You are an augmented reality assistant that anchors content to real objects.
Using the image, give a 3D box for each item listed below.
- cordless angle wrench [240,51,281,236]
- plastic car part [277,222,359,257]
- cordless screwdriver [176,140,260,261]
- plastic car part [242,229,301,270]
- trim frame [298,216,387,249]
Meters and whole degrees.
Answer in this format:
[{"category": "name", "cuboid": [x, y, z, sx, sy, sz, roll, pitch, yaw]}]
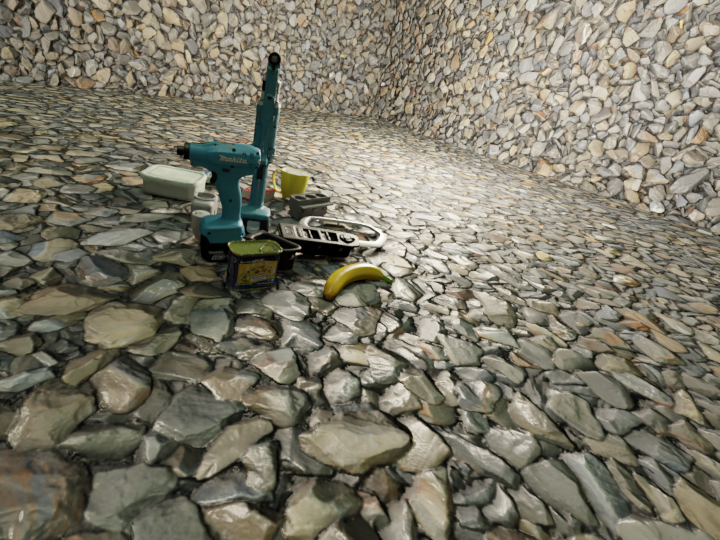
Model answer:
[{"category": "cordless angle wrench", "cuboid": [-0.223, -0.272, 0.968, 0.073, 0.416, 0.101, 8, 25, -13]}, {"category": "plastic car part", "cuboid": [-0.098, -0.064, 0.998, 0.197, 0.066, 0.069, 2, 27, -18]}, {"category": "cordless screwdriver", "cuboid": [-0.299, -0.142, 0.870, 0.154, 0.245, 0.078, 3, 27, -21]}, {"category": "plastic car part", "cuboid": [-0.187, -0.033, 0.897, 0.122, 0.070, 0.064, 24, 27, 24]}, {"category": "trim frame", "cuboid": [-0.047, -0.105, 1.145, 0.243, 0.027, 0.192, 4, 27, -15]}]
